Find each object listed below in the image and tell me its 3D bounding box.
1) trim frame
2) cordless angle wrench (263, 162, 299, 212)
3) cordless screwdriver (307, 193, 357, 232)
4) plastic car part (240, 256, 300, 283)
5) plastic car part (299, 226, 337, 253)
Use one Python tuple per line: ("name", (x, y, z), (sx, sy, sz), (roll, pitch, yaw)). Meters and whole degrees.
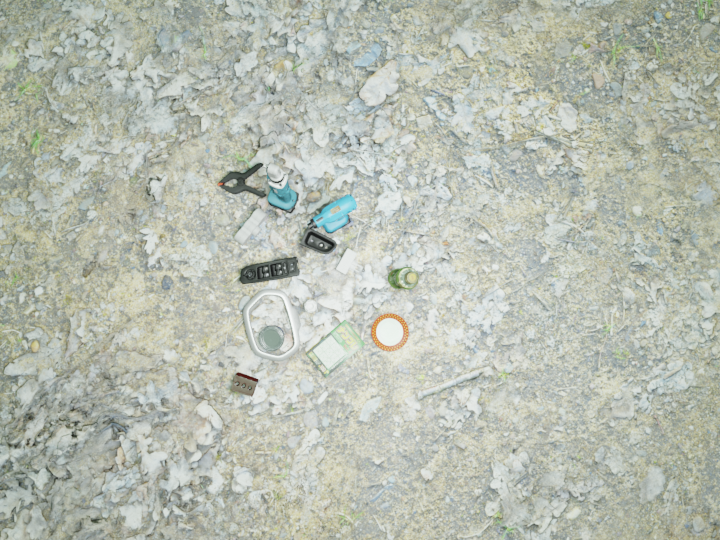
("trim frame", (-0.297, 0.185, 1.435), (0.183, 0.027, 0.250), (-16, 85, -3))
("cordless angle wrench", (-0.244, -0.253, 1.280), (0.097, 0.424, 0.074), (22, 86, -5))
("cordless screwdriver", (-0.098, -0.167, 1.361), (0.158, 0.249, 0.074), (-31, 91, -6))
("plastic car part", (-0.307, 0.003, 1.432), (0.202, 0.067, 0.067), (-10, 87, -2))
("plastic car part", (-0.141, -0.092, 1.442), (0.117, 0.071, 0.066), (25, 85, 0))
